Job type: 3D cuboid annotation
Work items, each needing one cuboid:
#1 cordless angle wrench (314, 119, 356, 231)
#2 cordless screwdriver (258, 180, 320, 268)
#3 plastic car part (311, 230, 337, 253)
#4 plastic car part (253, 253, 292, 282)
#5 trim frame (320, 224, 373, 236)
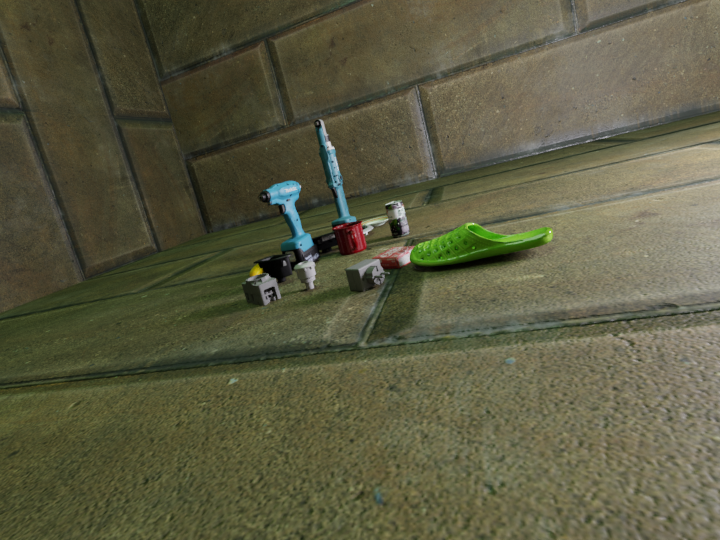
[{"bbox_3d":[-0.093,-0.316,1.479,0.077,0.417,0.096,-10,10,26],"label":"cordless angle wrench"},{"bbox_3d":[-0.206,-0.125,1.202,0.077,0.245,0.155,-8,12,32],"label":"cordless screwdriver"},{"bbox_3d":[-0.132,-0.086,1.346,0.206,0.066,0.066,-13,12,10],"label":"plastic car part"},{"bbox_3d":[-0.218,-0.004,1.103,0.064,0.070,0.122,-23,15,-36],"label":"plastic car part"},{"bbox_3d":[-0.070,-0.122,1.504,0.257,0.027,0.181,-8,15,25],"label":"trim frame"}]
